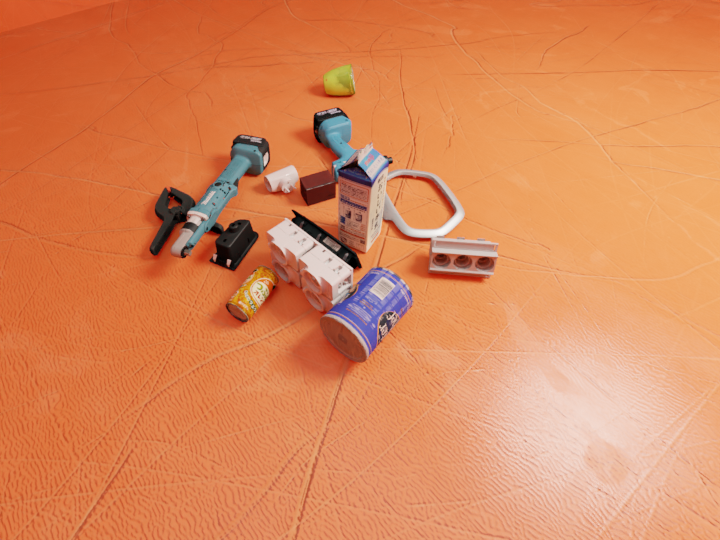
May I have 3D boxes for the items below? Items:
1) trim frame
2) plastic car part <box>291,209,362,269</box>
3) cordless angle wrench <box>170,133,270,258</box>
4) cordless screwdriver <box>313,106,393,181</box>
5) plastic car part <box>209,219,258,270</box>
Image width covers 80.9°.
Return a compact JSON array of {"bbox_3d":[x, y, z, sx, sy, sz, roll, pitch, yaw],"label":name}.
[{"bbox_3d":[0.131,-0.163,0.997,0.182,0.026,0.260,-15,51,-11],"label":"trim frame"},{"bbox_3d":[-0.088,-0.058,0.901,0.067,0.063,0.213,-47,60,-3],"label":"plastic car part"},{"bbox_3d":[-0.327,-0.180,0.987,0.099,0.072,0.429,11,46,6],"label":"cordless angle wrench"},{"bbox_3d":[-0.029,-0.340,1.133,0.157,0.072,0.260,-16,54,-11],"label":"cordless screwdriver"},{"bbox_3d":[-0.272,-0.068,0.911,0.068,0.068,0.117,19,55,15],"label":"plastic car part"}]
